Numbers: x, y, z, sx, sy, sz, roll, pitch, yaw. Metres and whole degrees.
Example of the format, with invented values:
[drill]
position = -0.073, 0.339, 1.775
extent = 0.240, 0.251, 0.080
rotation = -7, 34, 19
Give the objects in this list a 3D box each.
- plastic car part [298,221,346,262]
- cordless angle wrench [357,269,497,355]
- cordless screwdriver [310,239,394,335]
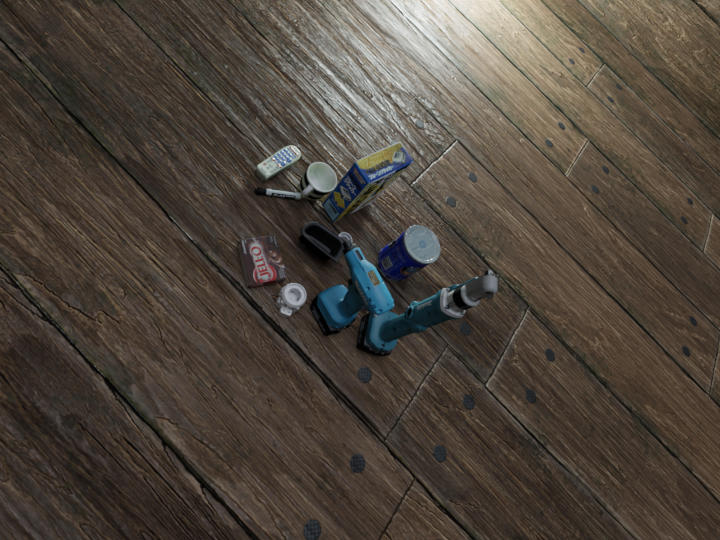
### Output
[plastic car part]
position = -0.102, -0.067, 1.042
extent = 0.115, 0.072, 0.066
rotation = 35, 58, -7
[cordless angle wrench]
position = 0.121, 0.091, 0.855
extent = 0.072, 0.429, 0.099
rotation = 22, 62, -19
[cordless screwdriver]
position = -0.035, 0.044, 0.914
extent = 0.072, 0.252, 0.162
rotation = -22, 81, -32
